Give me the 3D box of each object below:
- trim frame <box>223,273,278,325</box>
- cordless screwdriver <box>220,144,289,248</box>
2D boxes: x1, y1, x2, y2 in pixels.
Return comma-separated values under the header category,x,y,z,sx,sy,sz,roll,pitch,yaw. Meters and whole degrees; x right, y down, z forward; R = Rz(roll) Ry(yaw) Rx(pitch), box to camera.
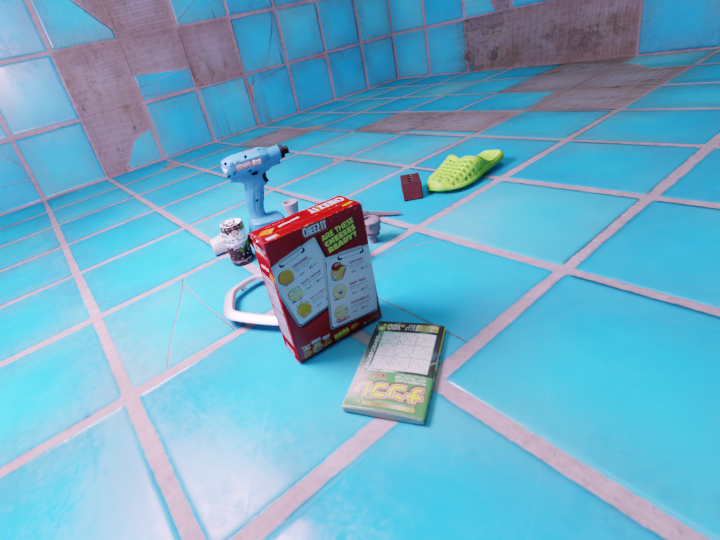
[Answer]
category,x,y,z,sx,sy,sz,roll,pitch,yaw
trim frame,-0.151,0.049,0.819,0.257,0.026,0.184,-1,32,22
cordless screwdriver,-0.222,-0.172,1.016,0.156,0.240,0.078,-21,28,-17
